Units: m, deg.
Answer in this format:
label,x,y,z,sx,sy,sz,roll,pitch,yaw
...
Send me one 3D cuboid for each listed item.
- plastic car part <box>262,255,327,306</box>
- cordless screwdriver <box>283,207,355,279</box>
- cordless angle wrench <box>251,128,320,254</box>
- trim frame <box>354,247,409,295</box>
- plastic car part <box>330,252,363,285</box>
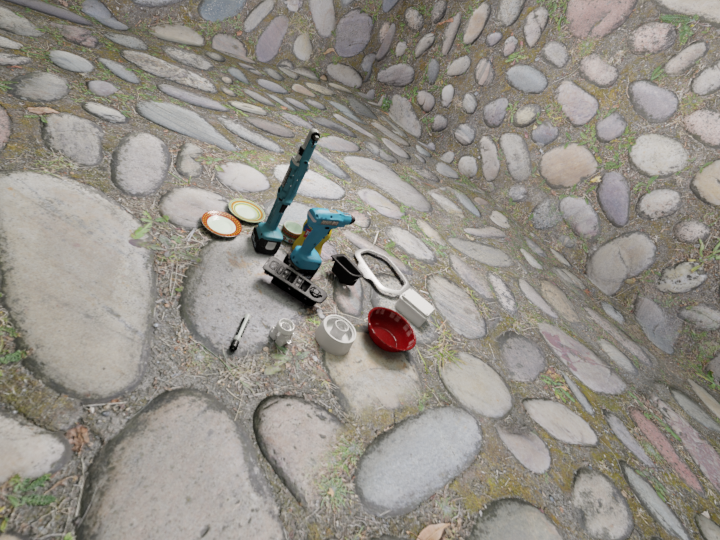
label,x,y,z,sx,sy,sz,roll,pitch,yaw
plastic car part,-0.193,0.043,1.223,0.203,0.067,0.066,30,32,1
cordless screwdriver,-0.125,-0.082,1.280,0.152,0.248,0.078,2,43,-39
cordless angle wrench,-0.218,-0.230,1.254,0.071,0.422,0.103,9,39,-33
trim frame,0.075,0.002,1.523,0.175,0.027,0.261,0,42,-37
plastic car part,-0.052,0.007,1.379,0.063,0.071,0.122,-9,48,-46
